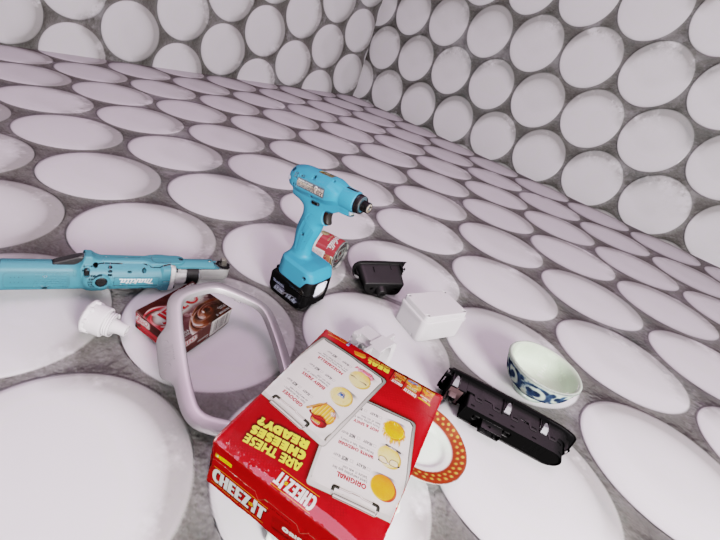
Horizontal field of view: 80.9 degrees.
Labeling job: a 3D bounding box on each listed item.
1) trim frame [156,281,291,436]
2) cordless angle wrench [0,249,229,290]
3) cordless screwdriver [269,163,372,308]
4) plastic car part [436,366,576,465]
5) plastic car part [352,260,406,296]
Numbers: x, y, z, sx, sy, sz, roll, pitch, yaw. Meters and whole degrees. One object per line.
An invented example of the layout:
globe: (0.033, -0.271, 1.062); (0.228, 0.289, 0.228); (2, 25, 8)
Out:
trim frame: (-0.185, 0.112, 0.589); (0.175, 0.027, 0.260); (4, 45, -36)
cordless angle wrench: (-0.407, 0.001, 0.658); (0.404, 0.097, 0.078); (1, 34, -36)
cordless screwdriver: (-0.073, -0.048, 0.743); (0.167, 0.245, 0.072); (30, 29, 29)
plastic car part: (0.214, 0.222, 0.627); (0.207, 0.065, 0.067); (23, 39, 10)
plastic car part: (0.042, 0.022, 0.889); (0.113, 0.065, 0.074); (1, 47, -23)
